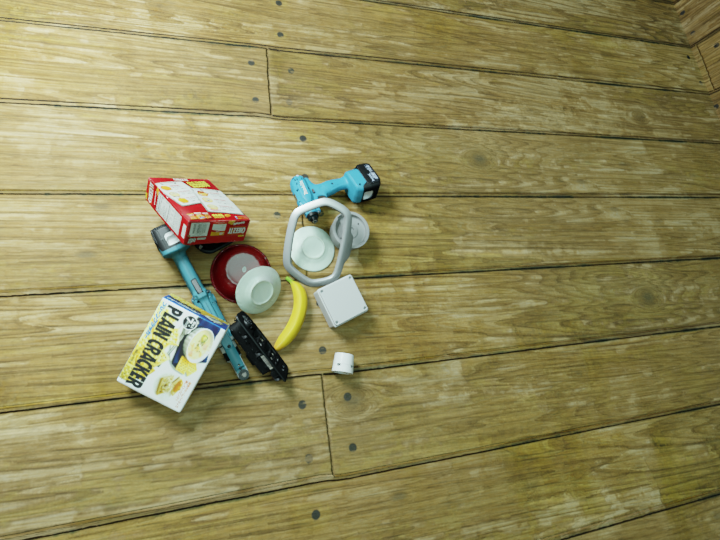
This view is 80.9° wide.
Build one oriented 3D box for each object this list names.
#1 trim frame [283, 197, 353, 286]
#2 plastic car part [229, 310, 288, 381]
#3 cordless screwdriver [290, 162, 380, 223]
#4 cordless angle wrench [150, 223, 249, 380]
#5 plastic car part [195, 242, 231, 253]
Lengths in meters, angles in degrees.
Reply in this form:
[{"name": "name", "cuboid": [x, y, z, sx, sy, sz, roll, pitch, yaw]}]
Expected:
[{"name": "trim frame", "cuboid": [-0.110, -0.072, 1.128, 0.181, 0.028, 0.246, 8, 103, -10]}, {"name": "plastic car part", "cuboid": [-0.254, 0.188, 1.035, 0.068, 0.067, 0.199, -27, 103, 15]}, {"name": "cordless screwdriver", "cuboid": [-0.063, -0.217, 1.198, 0.243, 0.073, 0.166, -14, 58, -18]}, {"name": "cordless angle wrench", "cuboid": [-0.382, 0.078, 1.036, 0.073, 0.099, 0.424, -28, 88, -23]}, {"name": "plastic car part", "cuboid": [-0.371, -0.093, 1.095, 0.114, 0.071, 0.067, -36, 86, -26]}]
